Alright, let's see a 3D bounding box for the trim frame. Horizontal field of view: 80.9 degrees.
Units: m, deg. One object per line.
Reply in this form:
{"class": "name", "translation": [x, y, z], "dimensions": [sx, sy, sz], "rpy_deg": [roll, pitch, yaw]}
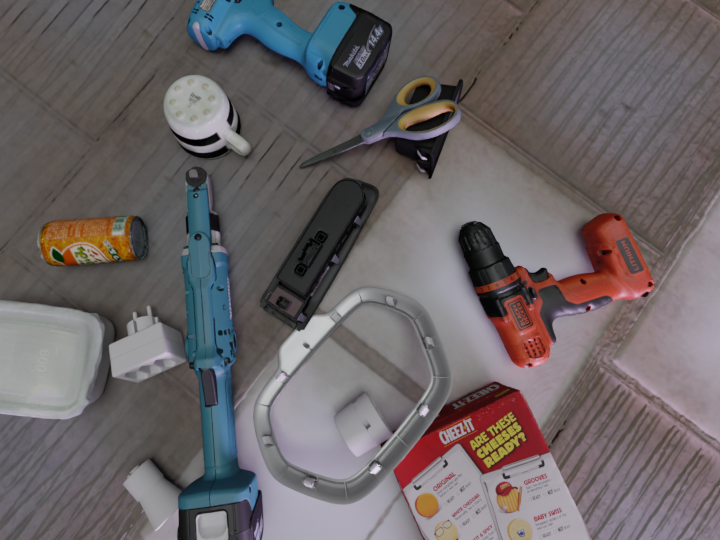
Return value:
{"class": "trim frame", "translation": [-0.016, 0.128, 0.470], "dimensions": [0.248, 0.026, 0.194], "rpy_deg": [-48, 56, -5]}

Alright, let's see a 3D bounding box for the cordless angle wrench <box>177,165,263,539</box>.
{"class": "cordless angle wrench", "translation": [-0.170, 0.085, 0.479], "dimensions": [0.074, 0.097, 0.429], "rpy_deg": [-7, 79, -6]}

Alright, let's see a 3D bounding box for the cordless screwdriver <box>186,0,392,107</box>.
{"class": "cordless screwdriver", "translation": [-0.080, -0.323, 0.538], "dimensions": [0.251, 0.073, 0.159], "rpy_deg": [25, 83, 5]}

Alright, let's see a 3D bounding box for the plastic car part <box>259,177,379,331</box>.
{"class": "plastic car part", "translation": [-0.050, -0.032, 0.506], "dimensions": [0.069, 0.065, 0.203], "rpy_deg": [28, 79, 16]}

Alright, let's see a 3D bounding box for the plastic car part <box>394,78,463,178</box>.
{"class": "plastic car part", "translation": [0.078, -0.187, 0.534], "dimensions": [0.073, 0.064, 0.117], "rpy_deg": [16, 79, 12]}
